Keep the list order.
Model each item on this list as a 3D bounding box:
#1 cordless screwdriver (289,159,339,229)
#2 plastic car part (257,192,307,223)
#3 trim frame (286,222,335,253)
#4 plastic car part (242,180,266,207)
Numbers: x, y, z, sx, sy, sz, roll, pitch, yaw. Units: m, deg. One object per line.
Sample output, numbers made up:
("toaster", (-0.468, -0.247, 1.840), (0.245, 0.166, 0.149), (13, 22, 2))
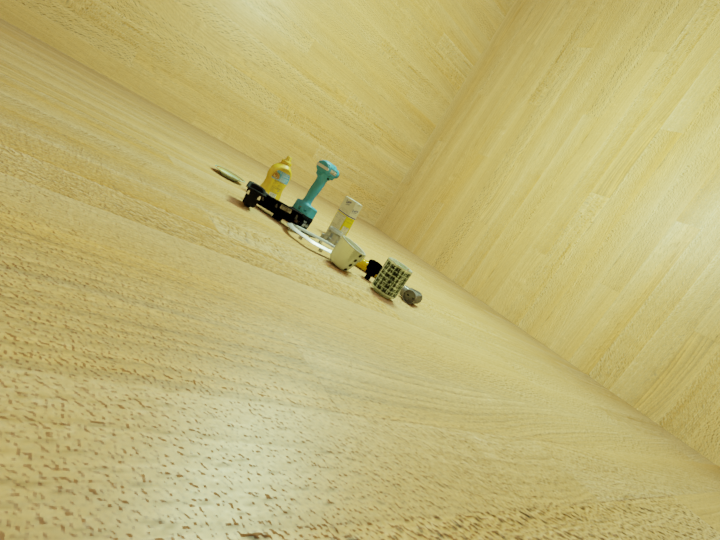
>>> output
("cordless screwdriver", (-0.160, -0.267, 1.499), (0.077, 0.248, 0.154), (35, 9, 13))
("plastic car part", (-0.270, -0.202, 1.369), (0.209, 0.067, 0.064), (34, 9, 16))
("trim frame", (-0.129, -0.085, 1.324), (0.235, 0.027, 0.195), (24, 12, -38))
("plastic car part", (-0.329, -0.224, 1.280), (0.064, 0.071, 0.120), (29, 9, -19))
